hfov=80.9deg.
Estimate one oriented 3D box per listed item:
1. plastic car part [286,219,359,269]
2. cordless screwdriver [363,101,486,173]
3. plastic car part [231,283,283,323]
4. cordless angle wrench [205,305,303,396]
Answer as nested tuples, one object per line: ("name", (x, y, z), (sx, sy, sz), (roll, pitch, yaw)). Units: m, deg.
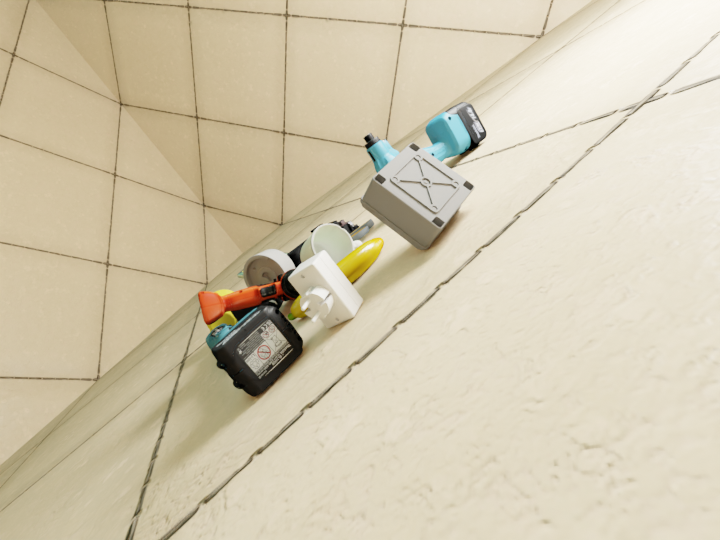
("plastic car part", (-0.094, -0.061, 0.957), (0.200, 0.065, 0.069), (-44, 24, -28))
("cordless screwdriver", (0.127, -0.258, 0.854), (0.246, 0.157, 0.076), (-40, 10, -19))
("plastic car part", (-0.219, 0.070, 0.848), (0.118, 0.070, 0.066), (-31, 12, 17))
("cordless angle wrench", (-0.208, 0.116, 0.686), (0.097, 0.073, 0.434), (-43, 13, -24))
